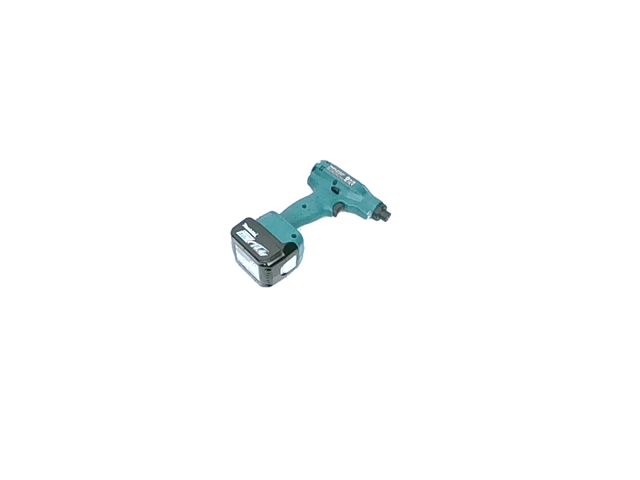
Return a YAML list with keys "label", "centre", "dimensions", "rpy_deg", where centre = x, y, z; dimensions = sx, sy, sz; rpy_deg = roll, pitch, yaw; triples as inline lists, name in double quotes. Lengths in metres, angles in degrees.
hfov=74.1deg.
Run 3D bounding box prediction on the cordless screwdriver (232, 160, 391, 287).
- label: "cordless screwdriver"
  centre: [-0.011, -0.023, 0.687]
  dimensions: [0.159, 0.247, 0.074]
  rpy_deg: [37, -31, 20]
